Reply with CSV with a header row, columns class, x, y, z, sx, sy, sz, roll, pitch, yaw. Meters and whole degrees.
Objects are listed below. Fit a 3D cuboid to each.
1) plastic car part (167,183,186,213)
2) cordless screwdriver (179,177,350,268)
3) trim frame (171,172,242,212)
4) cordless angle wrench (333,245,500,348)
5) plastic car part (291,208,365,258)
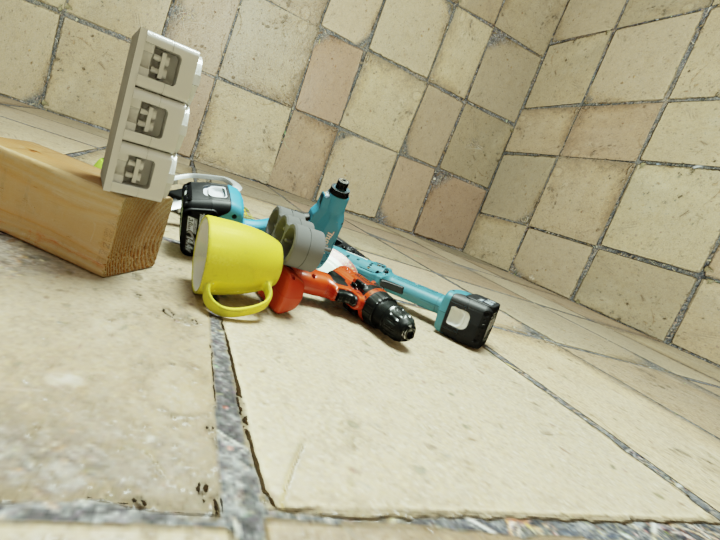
class,x,y,z,sx,sy,sz,roll,pitch,yaw
plastic car part,-0.362,-0.140,0.881,0.122,0.065,0.068,23,24,28
cordless screwdriver,-0.141,-0.085,0.638,0.239,0.158,0.078,7,36,-26
trim frame,-0.349,-0.151,0.821,0.194,0.027,0.241,20,30,30
cordless angle wrench,0.029,0.013,0.783,0.444,0.074,0.094,23,9,28
plastic car part,-0.088,-0.058,0.905,0.207,0.067,0.065,28,14,10
